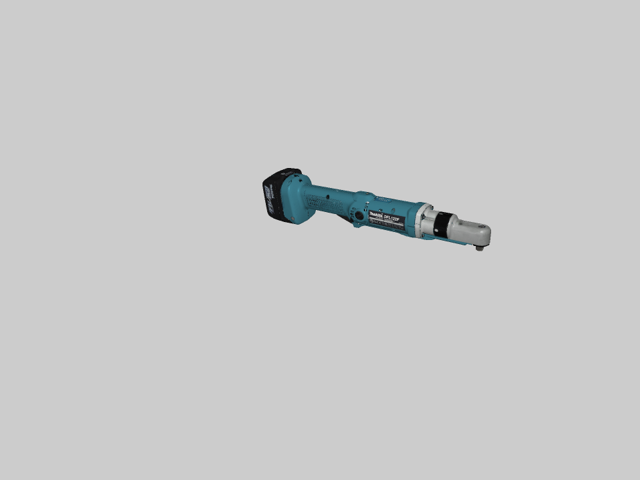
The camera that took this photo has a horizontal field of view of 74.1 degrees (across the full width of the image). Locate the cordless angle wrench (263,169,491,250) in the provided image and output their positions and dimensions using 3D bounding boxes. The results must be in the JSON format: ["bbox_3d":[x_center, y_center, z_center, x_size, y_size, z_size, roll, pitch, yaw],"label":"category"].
[{"bbox_3d":[0.080,-0.052,0.742,0.423,0.098,0.074,15,36,34],"label":"cordless angle wrench"}]
